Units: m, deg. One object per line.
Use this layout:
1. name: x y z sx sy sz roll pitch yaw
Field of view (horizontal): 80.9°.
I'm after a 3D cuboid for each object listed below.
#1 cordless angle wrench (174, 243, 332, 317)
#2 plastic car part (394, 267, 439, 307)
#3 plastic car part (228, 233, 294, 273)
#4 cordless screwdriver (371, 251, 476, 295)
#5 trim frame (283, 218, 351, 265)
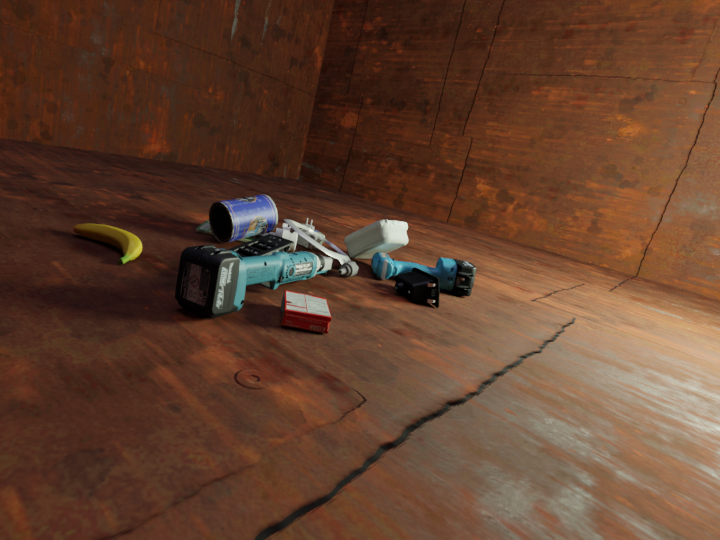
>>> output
1. cordless angle wrench: -0.150 -0.002 0.772 0.077 0.097 0.409 15 10 21
2. plastic car part: 0.114 0.035 0.922 0.069 0.065 0.122 -8 17 -20
3. plastic car part: -0.214 -0.023 0.832 0.069 0.066 0.198 24 21 17
4. cordless screwdriver: 0.151 -0.004 1.070 0.249 0.073 0.161 8 12 0
5. trim frame: -0.103 -0.068 1.057 0.190 0.027 0.241 36 4 14
